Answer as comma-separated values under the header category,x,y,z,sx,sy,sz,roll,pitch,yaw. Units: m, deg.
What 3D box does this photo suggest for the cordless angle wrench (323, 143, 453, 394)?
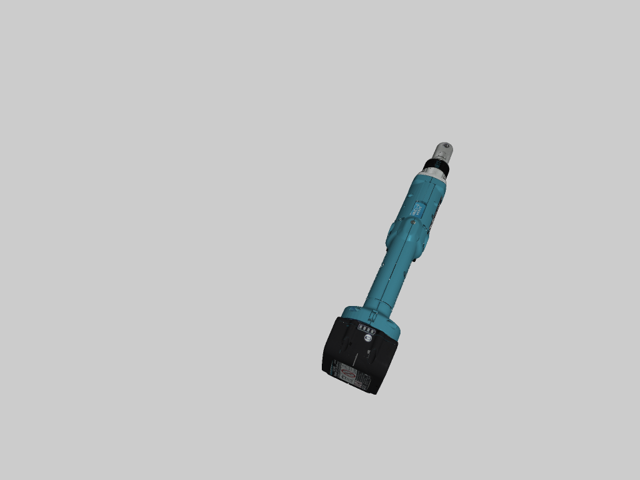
category,x,y,z,sx,sy,sz,roll,pitch,yaw
cordless angle wrench,0.121,-0.001,0.594,0.074,0.421,0.098,21,-33,13
